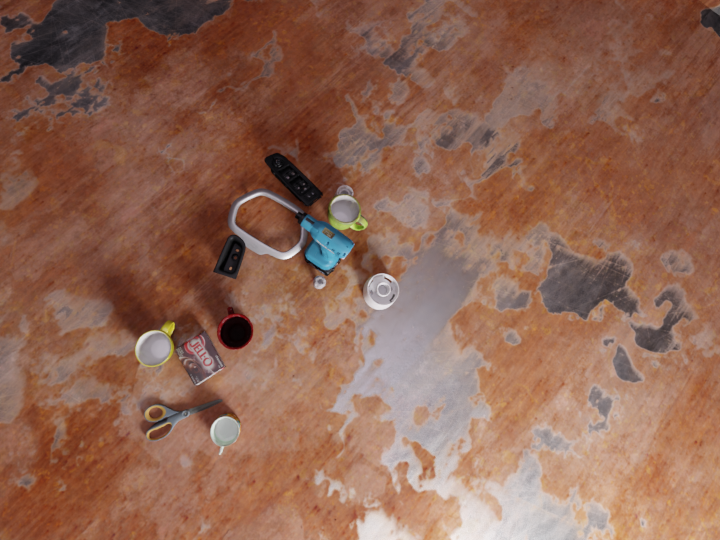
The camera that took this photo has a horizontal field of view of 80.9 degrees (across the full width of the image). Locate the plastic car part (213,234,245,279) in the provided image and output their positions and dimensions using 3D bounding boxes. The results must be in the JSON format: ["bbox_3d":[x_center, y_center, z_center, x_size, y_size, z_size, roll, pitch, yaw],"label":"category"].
[{"bbox_3d":[-0.356,-0.035,1.181,0.066,0.071,0.117,18,75,-4],"label":"plastic car part"}]

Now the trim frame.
[{"bbox_3d":[-0.269,-0.137,1.239,0.250,0.027,0.184,30,74,3],"label":"trim frame"}]

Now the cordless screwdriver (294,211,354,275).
[{"bbox_3d":[-0.110,-0.072,1.123,0.160,0.248,0.074,37,74,0],"label":"cordless screwdriver"}]

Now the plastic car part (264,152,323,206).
[{"bbox_3d":[-0.203,-0.270,1.261,0.066,0.066,0.206,-42,83,-15],"label":"plastic car part"}]
